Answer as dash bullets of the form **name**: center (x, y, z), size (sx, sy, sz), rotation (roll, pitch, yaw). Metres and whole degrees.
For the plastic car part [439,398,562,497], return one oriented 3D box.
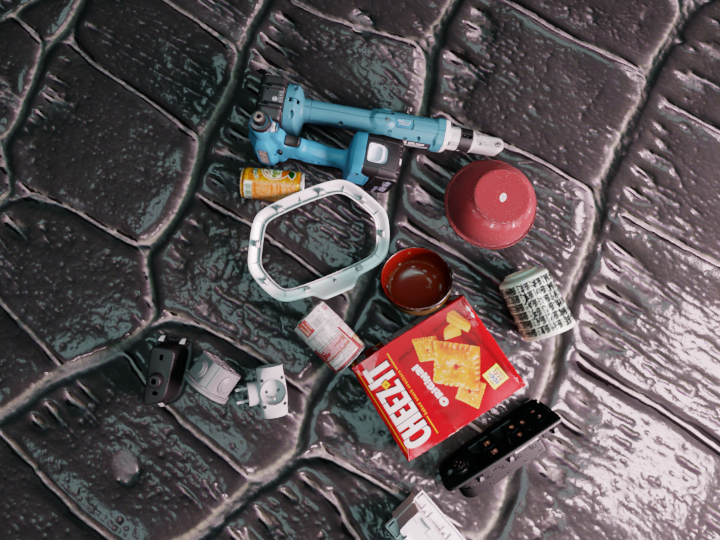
- **plastic car part**: center (0.216, 0.284, 0.658), size (0.202, 0.069, 0.065), rotation (-28, 111, -4)

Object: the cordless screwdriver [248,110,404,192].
- **cordless screwdriver**: center (-0.057, -0.196, 0.682), size (0.249, 0.158, 0.075), rotation (11, 84, -1)

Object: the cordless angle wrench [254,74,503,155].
- **cordless angle wrench**: center (0.036, -0.247, 0.724), size (0.422, 0.098, 0.074), rotation (10, 86, -1)

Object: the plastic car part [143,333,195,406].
- **plastic car part**: center (-0.316, 0.165, 0.679), size (0.066, 0.070, 0.117), rotation (7, 80, 0)

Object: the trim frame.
- **trim frame**: center (-0.069, -0.045, 0.708), size (0.247, 0.028, 0.181), rotation (-22, 100, -4)
